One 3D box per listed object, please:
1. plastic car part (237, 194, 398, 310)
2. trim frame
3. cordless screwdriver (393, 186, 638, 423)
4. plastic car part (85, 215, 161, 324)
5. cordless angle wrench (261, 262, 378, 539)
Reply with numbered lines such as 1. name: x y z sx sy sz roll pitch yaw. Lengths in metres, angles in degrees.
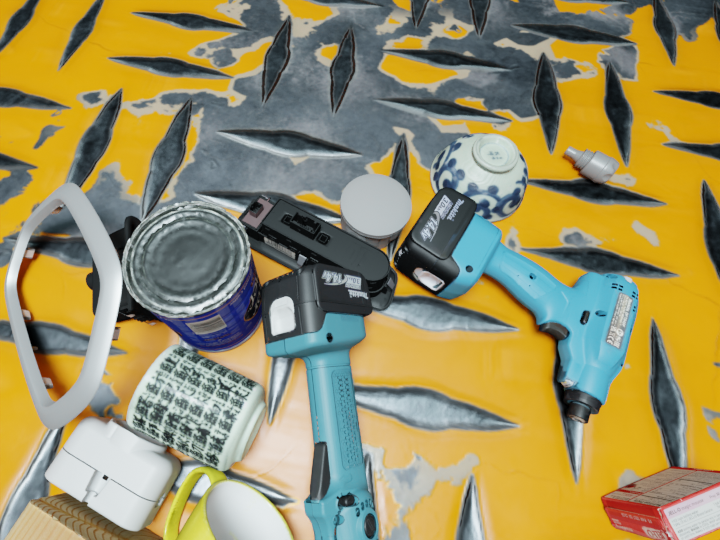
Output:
1. plastic car part: -0.046 -0.030 0.472 0.206 0.066 0.066 30 57 8
2. trim frame: -0.287 0.023 0.399 0.261 0.026 0.184 42 103 31
3. cordless screwdriver: 0.155 0.030 0.445 0.252 0.073 0.159 29 68 6
4. plastic car part: -0.256 0.008 0.451 0.071 0.063 0.121 -23 65 1
5. cordless angle wrench: -0.015 0.208 0.350 0.077 0.093 0.433 -23 67 34
